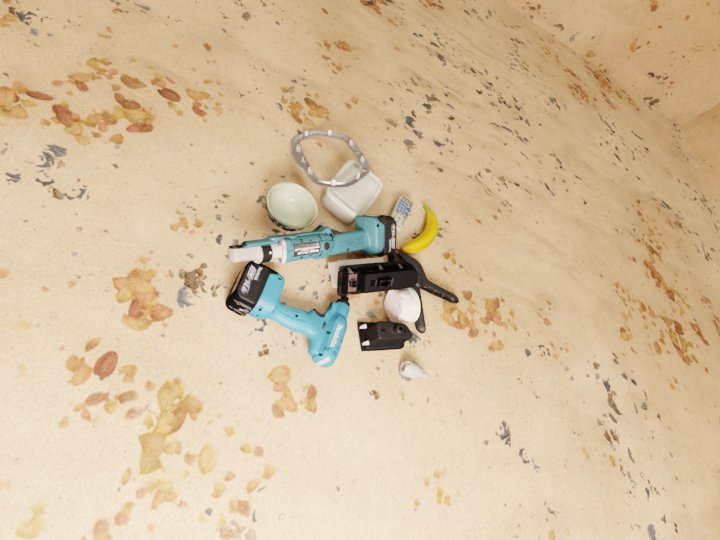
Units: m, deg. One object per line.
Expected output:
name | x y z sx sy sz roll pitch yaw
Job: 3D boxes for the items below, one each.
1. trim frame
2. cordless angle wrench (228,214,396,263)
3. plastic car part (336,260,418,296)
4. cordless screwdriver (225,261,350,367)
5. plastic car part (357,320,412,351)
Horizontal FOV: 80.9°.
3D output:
trim frame | -0.081 -0.290 1.068 0.180 0.027 0.260 -14 53 -16
cordless angle wrench | -0.087 -0.057 0.889 0.405 0.078 0.097 -12 106 -42
plastic car part | 0.048 0.016 0.910 0.194 0.070 0.066 -6 98 -35
cordless screwdriver | -0.133 0.067 0.848 0.243 0.075 0.161 33 51 -13
plastic car part | 0.061 0.135 0.913 0.112 0.071 0.068 4 64 -25
